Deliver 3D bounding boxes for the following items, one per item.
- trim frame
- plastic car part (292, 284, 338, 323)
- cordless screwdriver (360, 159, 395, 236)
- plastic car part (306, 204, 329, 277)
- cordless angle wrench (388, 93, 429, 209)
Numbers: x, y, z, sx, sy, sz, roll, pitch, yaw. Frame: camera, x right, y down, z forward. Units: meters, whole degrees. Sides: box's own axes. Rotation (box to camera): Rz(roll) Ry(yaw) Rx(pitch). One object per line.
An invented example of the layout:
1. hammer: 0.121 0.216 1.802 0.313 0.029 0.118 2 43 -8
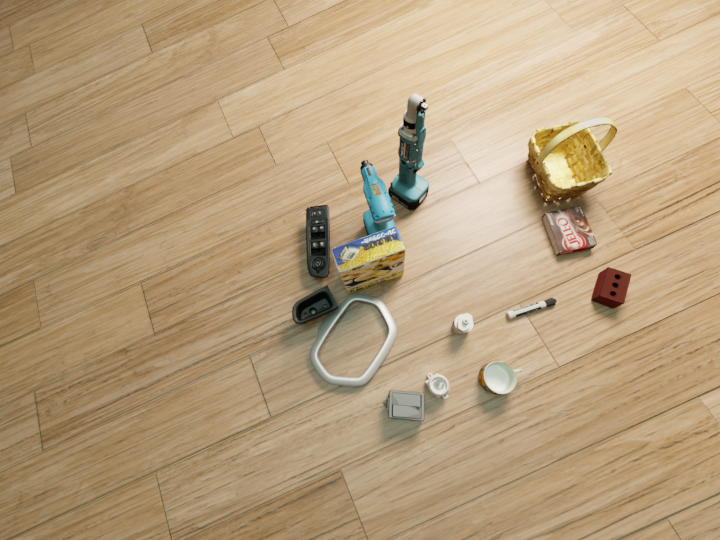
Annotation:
1. trim frame: -0.020 0.174 1.074 0.190 0.026 0.248 30 78 18
2. plastic car part: -0.120 0.098 1.095 0.116 0.069 0.068 -26 71 -1
3. cordless screwdriver: 0.040 -0.158 1.065 0.074 0.241 0.164 -17 72 -1
4. plastic car part: -0.113 -0.074 1.156 0.067 0.065 0.207 -4 71 6
5. cordless angle wrench: 0.120 -0.273 1.001 0.101 0.410 0.074 39 80 14
